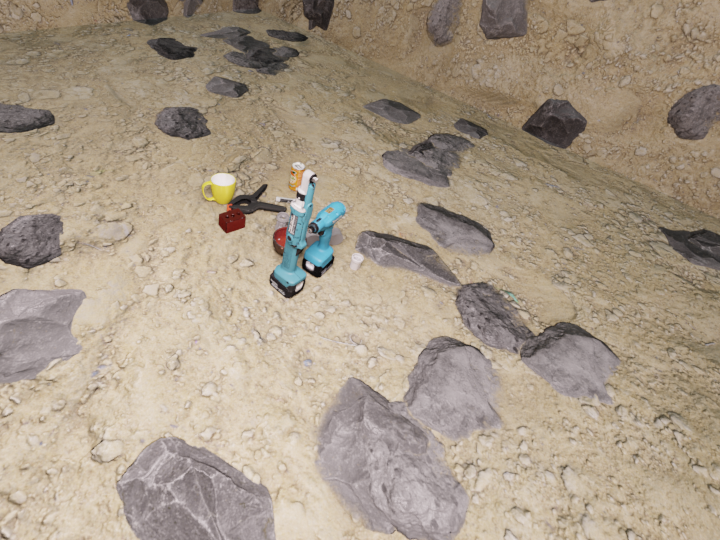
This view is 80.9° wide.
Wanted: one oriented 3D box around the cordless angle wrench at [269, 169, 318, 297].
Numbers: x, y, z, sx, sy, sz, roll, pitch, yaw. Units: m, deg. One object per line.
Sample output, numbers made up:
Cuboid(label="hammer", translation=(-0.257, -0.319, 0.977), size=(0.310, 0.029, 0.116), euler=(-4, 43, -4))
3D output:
Cuboid(label="cordless angle wrench", translation=(-0.176, -0.096, 1.165), size=(0.102, 0.416, 0.072), euler=(39, 45, 20))

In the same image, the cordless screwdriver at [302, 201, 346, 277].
Cuboid(label="cordless screwdriver", translation=(-0.126, -0.083, 1.291), size=(0.077, 0.245, 0.157), euler=(32, 44, 14))
